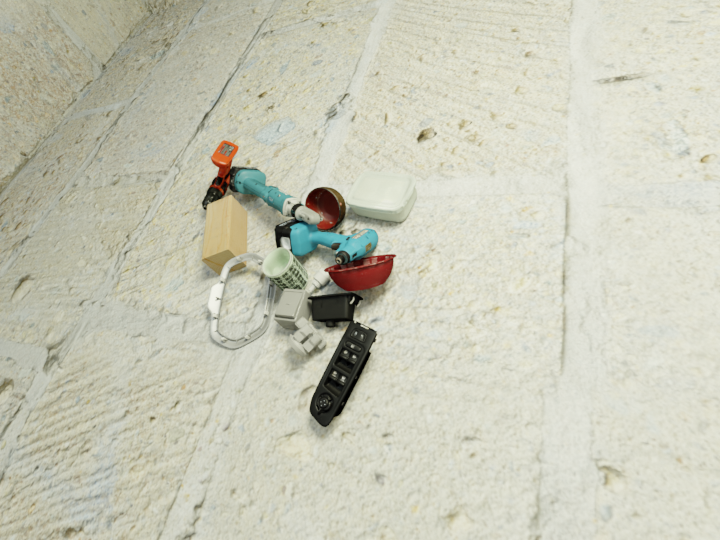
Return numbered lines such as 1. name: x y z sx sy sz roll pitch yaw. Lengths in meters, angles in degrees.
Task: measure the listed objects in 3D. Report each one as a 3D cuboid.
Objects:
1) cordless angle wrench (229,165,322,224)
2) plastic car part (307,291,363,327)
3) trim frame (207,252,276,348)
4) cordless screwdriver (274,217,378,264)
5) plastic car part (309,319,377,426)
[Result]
1. cordless angle wrench: -0.240 -0.205 1.166 0.448 0.094 0.073 33 120 45
2. plastic car part: -0.059 0.090 0.934 0.120 0.062 0.072 -10 68 24
3. trim frame: -0.300 0.069 1.060 0.190 0.026 0.253 -2 69 21
4. cordless screwdriver: -0.098 -0.064 1.007 0.261 0.072 0.156 9 26 30
5. plastic car part: -0.033 0.204 0.830 0.070 0.064 0.203 22 74 28
